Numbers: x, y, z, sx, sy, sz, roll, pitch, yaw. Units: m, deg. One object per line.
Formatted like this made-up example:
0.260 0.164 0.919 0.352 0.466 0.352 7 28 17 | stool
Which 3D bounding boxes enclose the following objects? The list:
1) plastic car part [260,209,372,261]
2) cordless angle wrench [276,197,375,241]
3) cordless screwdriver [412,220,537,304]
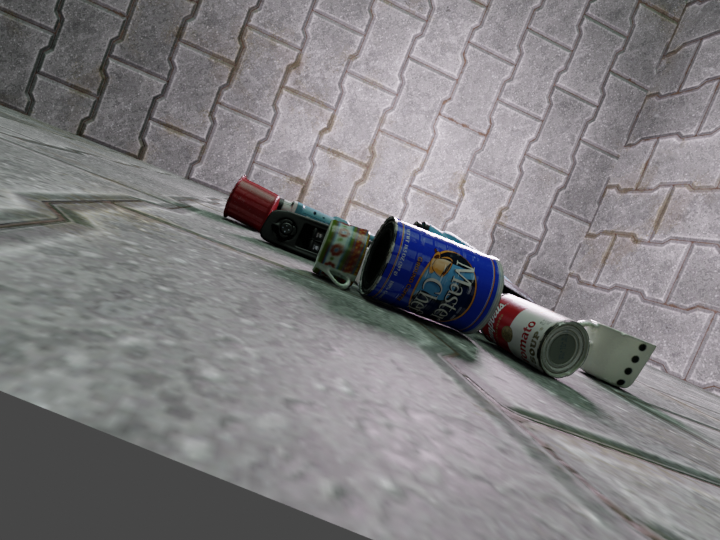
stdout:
-0.069 -0.045 0.705 0.197 0.066 0.069 21 -6 -17 | plastic car part
-0.056 -0.085 0.933 0.413 0.098 0.076 22 2 -13 | cordless angle wrench
0.173 -0.003 0.710 0.155 0.074 0.255 31 19 -16 | cordless screwdriver
